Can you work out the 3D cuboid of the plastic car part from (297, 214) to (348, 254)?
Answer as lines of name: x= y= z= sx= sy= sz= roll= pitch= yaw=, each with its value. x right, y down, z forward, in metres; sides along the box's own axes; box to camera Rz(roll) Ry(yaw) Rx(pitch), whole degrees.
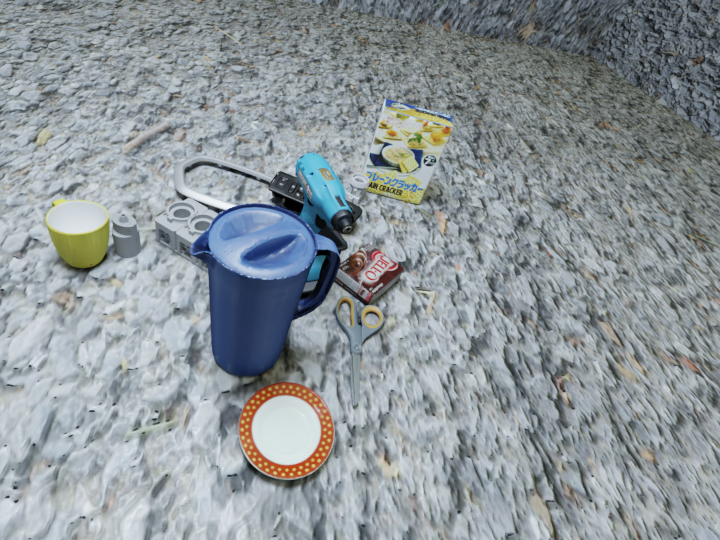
plastic car part: x=-0.080 y=-0.052 z=0.816 sx=0.064 sy=0.070 sz=0.122 roll=-17 pitch=53 yaw=-32

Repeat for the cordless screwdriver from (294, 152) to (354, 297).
cordless screwdriver: x=-0.075 y=-0.045 z=0.682 sx=0.072 sy=0.245 sz=0.167 roll=-7 pitch=49 yaw=-27

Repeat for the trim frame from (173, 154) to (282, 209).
trim frame: x=-0.290 y=-0.192 z=0.933 sx=0.249 sy=0.027 sz=0.187 roll=16 pitch=43 yaw=1

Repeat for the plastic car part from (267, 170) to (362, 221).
plastic car part: x=-0.098 y=-0.140 z=0.905 sx=0.205 sy=0.066 sz=0.067 roll=20 pitch=43 yaw=5
